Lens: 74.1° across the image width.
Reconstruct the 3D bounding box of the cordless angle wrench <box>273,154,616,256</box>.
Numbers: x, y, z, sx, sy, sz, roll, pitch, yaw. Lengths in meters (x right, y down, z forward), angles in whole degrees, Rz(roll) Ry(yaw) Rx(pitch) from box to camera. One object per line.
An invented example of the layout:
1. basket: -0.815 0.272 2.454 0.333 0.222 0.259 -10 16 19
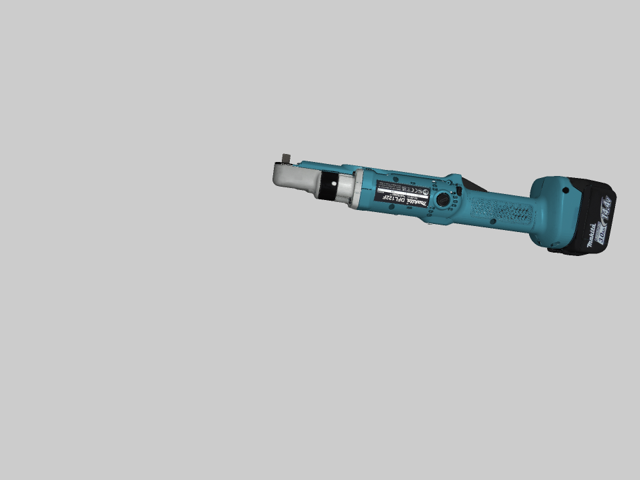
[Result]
1. cordless angle wrench: 0.150 -0.053 0.543 0.423 0.098 0.074 7 4 -4
